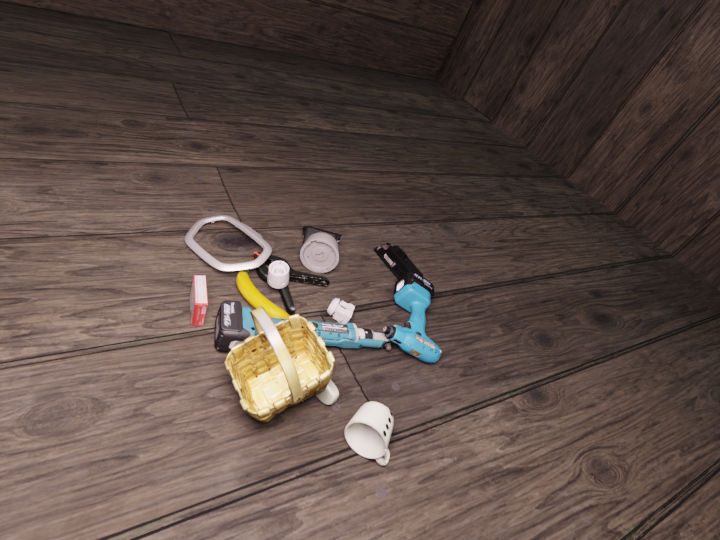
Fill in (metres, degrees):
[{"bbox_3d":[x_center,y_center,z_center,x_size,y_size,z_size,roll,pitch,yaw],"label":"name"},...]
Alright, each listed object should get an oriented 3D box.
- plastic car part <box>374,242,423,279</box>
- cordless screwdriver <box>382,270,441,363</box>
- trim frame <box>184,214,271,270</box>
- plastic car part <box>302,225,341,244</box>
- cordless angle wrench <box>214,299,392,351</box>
[{"bbox_3d":[0.127,-0.019,1.288,0.063,0.067,0.213,-1,45,-39],"label":"plastic car part"},{"bbox_3d":[0.125,0.107,1.099,0.154,0.075,0.255,28,37,-19],"label":"cordless screwdriver"},{"bbox_3d":[-0.351,-0.075,1.125,0.261,0.027,0.180,32,47,27],"label":"trim frame"},{"bbox_3d":[-0.122,-0.080,1.247,0.115,0.065,0.072,14,53,-7],"label":"plastic car part"},{"bbox_3d":[-0.115,0.143,0.970,0.409,0.074,0.102,8,40,-21],"label":"cordless angle wrench"}]
